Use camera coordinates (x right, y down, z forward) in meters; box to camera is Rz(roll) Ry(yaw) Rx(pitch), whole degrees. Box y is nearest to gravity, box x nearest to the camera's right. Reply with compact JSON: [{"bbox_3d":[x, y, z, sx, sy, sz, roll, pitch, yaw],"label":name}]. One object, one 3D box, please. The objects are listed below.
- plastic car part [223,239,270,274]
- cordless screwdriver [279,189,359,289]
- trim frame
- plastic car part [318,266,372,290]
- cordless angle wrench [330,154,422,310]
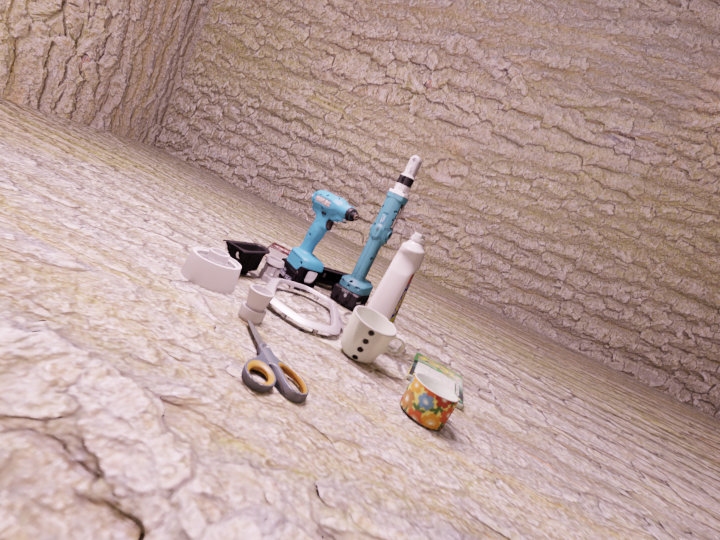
[{"bbox_3d":[-0.256,-0.025,0.946,0.069,0.071,0.111,29,9,25],"label":"plastic car part"},{"bbox_3d":[-0.102,-0.067,1.041,0.070,0.248,0.169,19,10,-44],"label":"cordless screwdriver"},{"bbox_3d":[-0.115,0.073,0.891,0.182,0.027,0.253,24,8,-9],"label":"trim frame"},{"bbox_3d":[-0.073,0.023,1.200,0.194,0.067,0.069,21,9,-25],"label":"plastic car part"},{"bbox_3d":[0.053,-0.099,1.087,0.078,0.422,0.094,29,8,23],"label":"cordless angle wrench"}]
